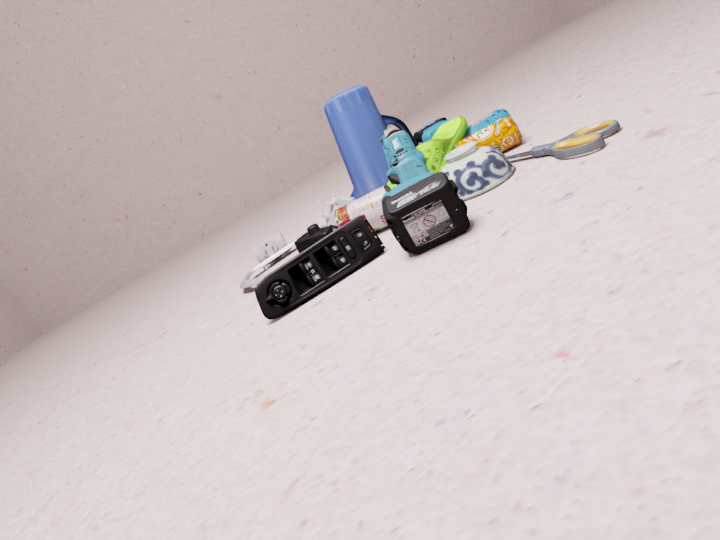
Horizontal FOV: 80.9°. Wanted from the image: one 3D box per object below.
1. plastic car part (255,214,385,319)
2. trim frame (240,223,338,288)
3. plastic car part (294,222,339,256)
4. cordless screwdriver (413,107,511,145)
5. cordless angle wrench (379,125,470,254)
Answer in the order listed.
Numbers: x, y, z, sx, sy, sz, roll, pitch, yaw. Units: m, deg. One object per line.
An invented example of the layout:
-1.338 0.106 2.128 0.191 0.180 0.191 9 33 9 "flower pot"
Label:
-0.068 -0.004 0.635 0.201 0.066 0.068 -34 6 -10 "plastic car part"
-0.147 -0.032 0.890 0.246 0.027 0.191 -38 20 -17 "trim frame"
-0.073 -0.048 0.746 0.121 0.069 0.065 -15 23 50 "plastic car part"
0.205 -0.300 0.975 0.158 0.072 0.259 -35 22 -11 "cordless screwdriver"
0.076 -0.175 0.704 0.099 0.071 0.435 -28 30 14 "cordless angle wrench"
